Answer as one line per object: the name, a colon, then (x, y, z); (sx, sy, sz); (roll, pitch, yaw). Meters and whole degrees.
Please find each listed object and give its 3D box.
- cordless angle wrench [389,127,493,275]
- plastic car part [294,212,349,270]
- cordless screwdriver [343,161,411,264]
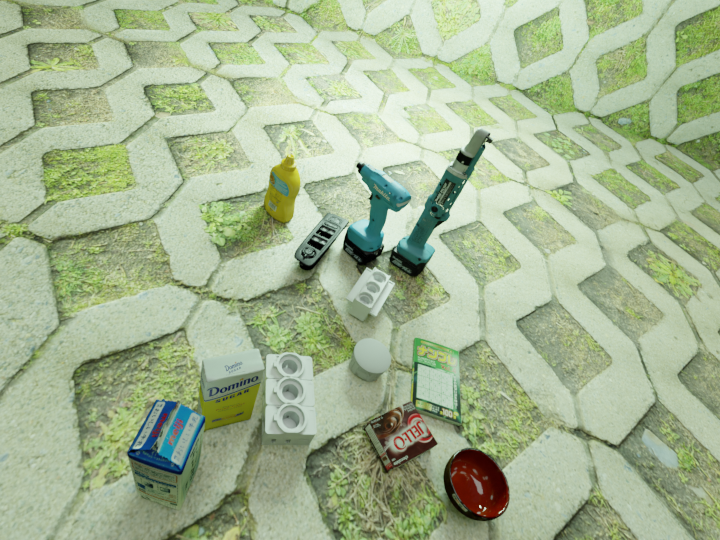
cordless angle wrench: (0.190, -0.156, 1.018); (0.101, 0.418, 0.073); (37, 45, 12)
plastic car part: (-0.106, -0.070, 1.087); (0.067, 0.066, 0.202); (29, 45, 7)
cordless screwdriver: (0.019, -0.144, 1.073); (0.072, 0.246, 0.166); (-26, 62, -39)
